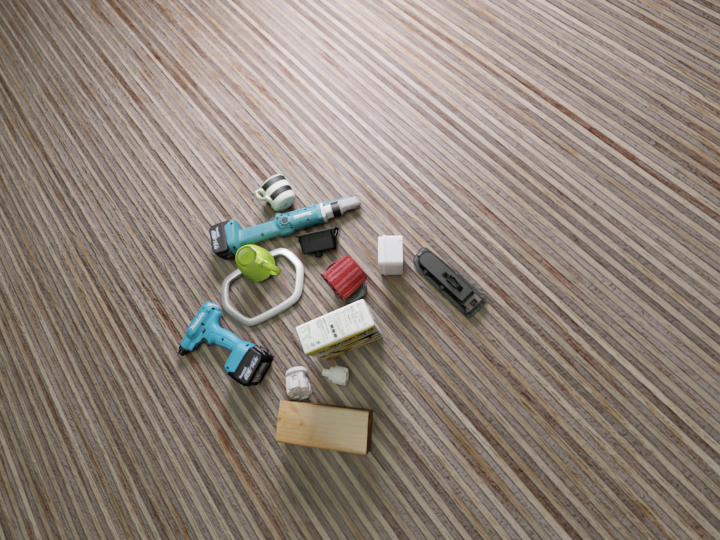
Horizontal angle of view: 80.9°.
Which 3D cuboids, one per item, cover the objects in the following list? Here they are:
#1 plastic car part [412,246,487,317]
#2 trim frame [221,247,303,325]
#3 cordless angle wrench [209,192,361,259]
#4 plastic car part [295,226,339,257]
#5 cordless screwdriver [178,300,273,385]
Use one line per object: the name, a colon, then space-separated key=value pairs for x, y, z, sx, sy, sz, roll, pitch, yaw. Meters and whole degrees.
plastic car part: x=0.208 y=0.021 z=1.029 sx=0.066 sy=0.064 sz=0.212 roll=-46 pitch=67 yaw=3
trim frame: x=-0.266 y=0.041 z=1.150 sx=0.249 sy=0.026 sz=0.190 roll=-30 pitch=70 yaw=4
cordless angle wrench: x=-0.204 y=-0.131 z=1.168 sx=0.426 sy=0.072 sz=0.100 roll=-16 pitch=72 yaw=6
plastic car part: x=-0.111 y=-0.073 z=1.136 sx=0.118 sy=0.064 sz=0.071 roll=-15 pitch=86 yaw=11
cordless screwdriver: x=-0.359 y=0.210 z=1.096 sx=0.260 sy=0.071 sz=0.159 roll=33 pitch=87 yaw=23
